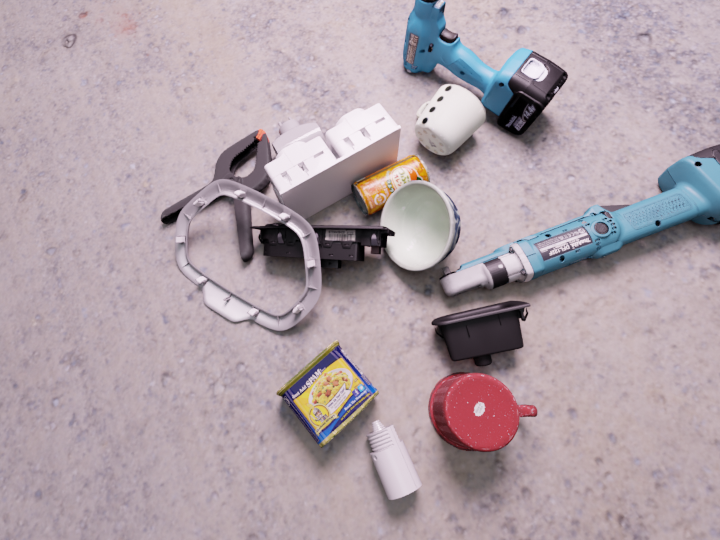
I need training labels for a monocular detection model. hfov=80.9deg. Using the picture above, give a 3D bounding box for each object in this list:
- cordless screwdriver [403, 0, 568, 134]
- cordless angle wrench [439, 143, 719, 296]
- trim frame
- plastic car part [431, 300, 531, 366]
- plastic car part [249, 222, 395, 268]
[{"bbox_3d":[0.176,-0.321,0.631,0.256,0.155,0.074,37,77,14],"label":"cordless screwdriver"},{"bbox_3d":[0.310,-0.049,0.565,0.423,0.072,0.101,-21,70,1],"label":"cordless angle wrench"},{"bbox_3d":[-0.165,-0.020,0.592,0.256,0.027,0.183,29,106,15],"label":"trim frame"},{"bbox_3d":[0.156,0.084,0.541,0.117,0.065,0.071,-16,85,2],"label":"plastic car part"},{"bbox_3d":[-0.058,-0.038,0.594,0.210,0.064,0.066,7,97,19],"label":"plastic car part"}]
